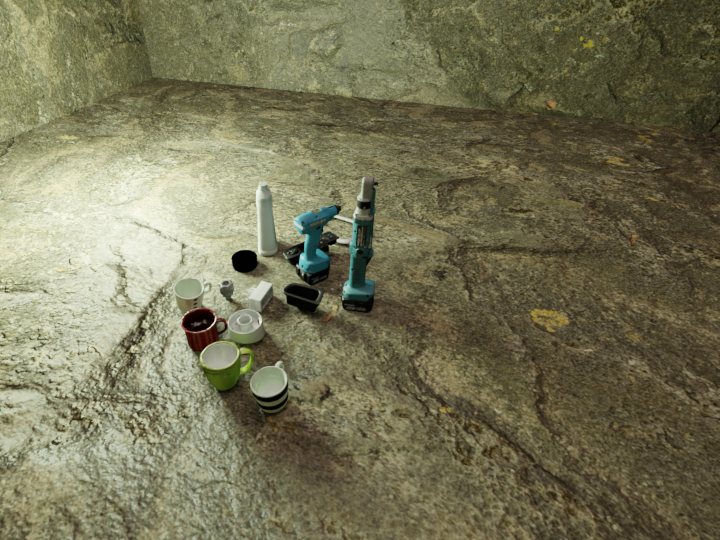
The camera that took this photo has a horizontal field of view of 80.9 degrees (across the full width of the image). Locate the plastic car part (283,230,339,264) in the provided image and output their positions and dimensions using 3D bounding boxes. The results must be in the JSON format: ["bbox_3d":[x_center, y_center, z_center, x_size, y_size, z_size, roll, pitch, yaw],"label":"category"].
[{"bbox_3d":[-0.171,-0.071,1.440,0.197,0.065,0.070,-22,44,-27],"label":"plastic car part"}]

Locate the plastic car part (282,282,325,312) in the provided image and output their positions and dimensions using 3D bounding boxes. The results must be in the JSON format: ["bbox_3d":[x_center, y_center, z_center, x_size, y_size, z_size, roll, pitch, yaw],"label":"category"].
[{"bbox_3d":[-0.168,0.085,1.238,0.119,0.069,0.066,12,39,13],"label":"plastic car part"}]

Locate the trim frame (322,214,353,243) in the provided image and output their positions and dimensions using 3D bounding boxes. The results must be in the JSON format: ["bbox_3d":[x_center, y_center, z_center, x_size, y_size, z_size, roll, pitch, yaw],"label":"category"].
[{"bbox_3d":[-0.092,-0.163,1.589,0.257,0.027,0.183,16,41,19],"label":"trim frame"}]

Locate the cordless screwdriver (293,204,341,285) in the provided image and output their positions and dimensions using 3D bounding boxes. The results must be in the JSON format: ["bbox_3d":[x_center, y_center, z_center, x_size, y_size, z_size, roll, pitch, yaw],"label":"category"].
[{"bbox_3d":[-0.129,-0.084,1.314,0.155,0.242,0.078,-26,47,-33],"label":"cordless screwdriver"}]

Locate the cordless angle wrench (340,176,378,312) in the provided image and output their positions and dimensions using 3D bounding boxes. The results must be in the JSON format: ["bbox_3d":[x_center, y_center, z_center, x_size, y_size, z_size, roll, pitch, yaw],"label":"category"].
[{"bbox_3d":[0.003,-0.064,1.153,0.099,0.411,0.076,7,37,4],"label":"cordless angle wrench"}]
